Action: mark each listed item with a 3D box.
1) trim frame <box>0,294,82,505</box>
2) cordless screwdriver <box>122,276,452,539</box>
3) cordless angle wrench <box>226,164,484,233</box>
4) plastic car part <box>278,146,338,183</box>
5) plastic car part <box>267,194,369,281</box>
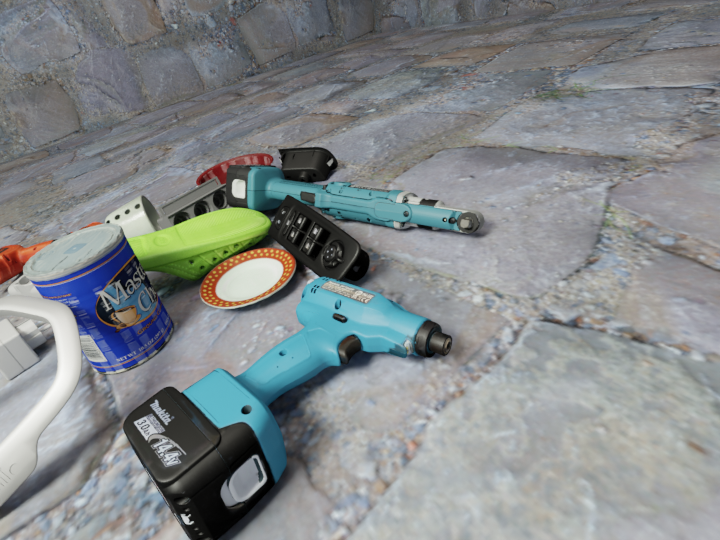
[{"bbox_3d":[-0.357,0.131,0.385,0.193,0.026,0.247,34,76,28],"label":"trim frame"},{"bbox_3d":[-0.048,0.096,0.349,0.168,0.072,0.244,14,39,38],"label":"cordless screwdriver"},{"bbox_3d":[-0.031,-0.106,0.635,0.445,0.073,0.094,15,19,33],"label":"cordless angle wrench"},{"bbox_3d":[-0.110,-0.200,0.835,0.121,0.063,0.072,3,51,22],"label":"plastic car part"},{"bbox_3d":[-0.054,-0.035,0.555,0.066,0.063,0.214,-56,37,2],"label":"plastic car part"}]
